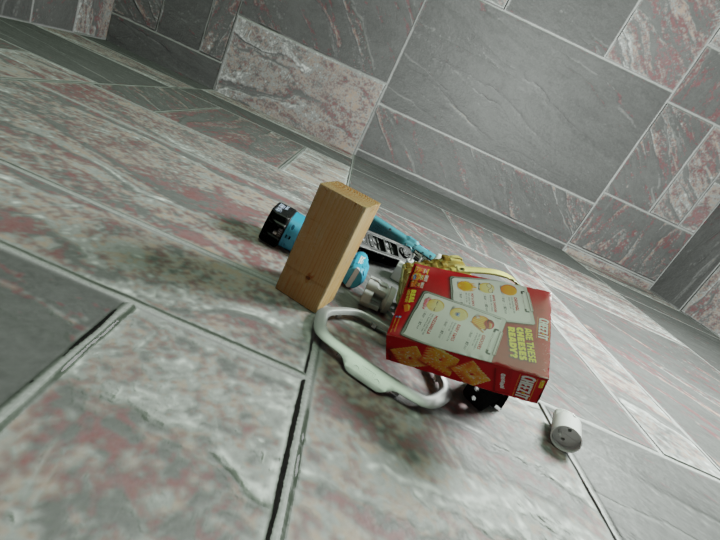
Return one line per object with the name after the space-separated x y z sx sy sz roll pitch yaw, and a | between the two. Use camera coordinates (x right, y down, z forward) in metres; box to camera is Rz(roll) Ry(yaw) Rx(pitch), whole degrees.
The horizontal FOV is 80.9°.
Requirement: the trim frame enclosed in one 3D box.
0.033 0.132 0.683 0.255 0.027 0.180 32 20 13 | trim frame

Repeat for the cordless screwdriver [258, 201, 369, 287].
-0.092 -0.060 0.942 0.250 0.074 0.159 30 20 2 | cordless screwdriver

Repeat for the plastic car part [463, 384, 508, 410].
0.201 0.175 0.665 0.069 0.114 0.069 -22 50 -34 | plastic car part

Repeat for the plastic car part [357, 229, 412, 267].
0.052 -0.049 1.078 0.193 0.067 0.069 14 43 -31 | plastic car part

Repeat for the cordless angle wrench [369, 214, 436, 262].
0.133 -0.060 1.174 0.437 0.098 0.072 36 19 17 | cordless angle wrench
